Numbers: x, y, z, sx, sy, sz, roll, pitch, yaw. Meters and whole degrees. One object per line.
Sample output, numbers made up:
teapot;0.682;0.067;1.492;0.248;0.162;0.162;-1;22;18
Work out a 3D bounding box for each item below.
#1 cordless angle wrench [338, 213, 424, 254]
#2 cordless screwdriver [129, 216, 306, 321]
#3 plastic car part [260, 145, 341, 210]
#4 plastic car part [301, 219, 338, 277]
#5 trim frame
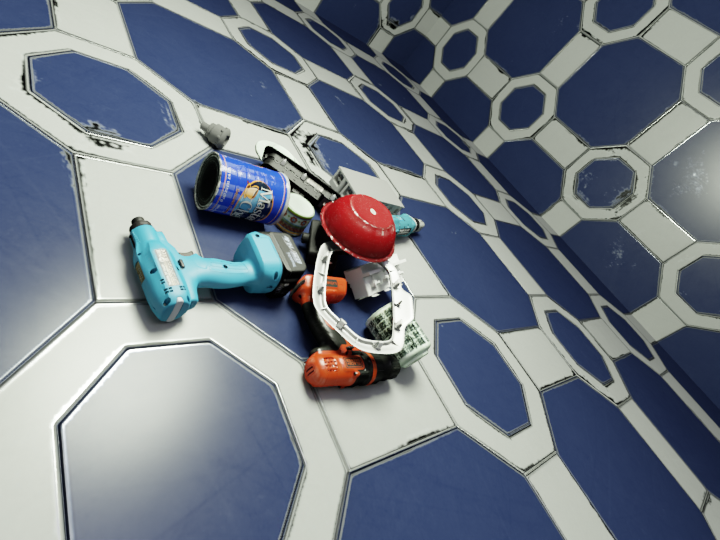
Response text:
cordless angle wrench;0.066;-0.107;1.034;0.077;0.098;0.406;50;28;17
cordless screwdriver;-0.212;-0.020;0.637;0.238;0.075;0.166;-8;56;-47
plastic car part;-0.146;-0.196;0.949;0.201;0.067;0.067;39;57;-6
plastic car part;-0.080;-0.053;0.823;0.069;0.065;0.120;7;52;-13
trim frame;0.007;0.032;0.716;0.179;0.027;0.255;23;36;-15
